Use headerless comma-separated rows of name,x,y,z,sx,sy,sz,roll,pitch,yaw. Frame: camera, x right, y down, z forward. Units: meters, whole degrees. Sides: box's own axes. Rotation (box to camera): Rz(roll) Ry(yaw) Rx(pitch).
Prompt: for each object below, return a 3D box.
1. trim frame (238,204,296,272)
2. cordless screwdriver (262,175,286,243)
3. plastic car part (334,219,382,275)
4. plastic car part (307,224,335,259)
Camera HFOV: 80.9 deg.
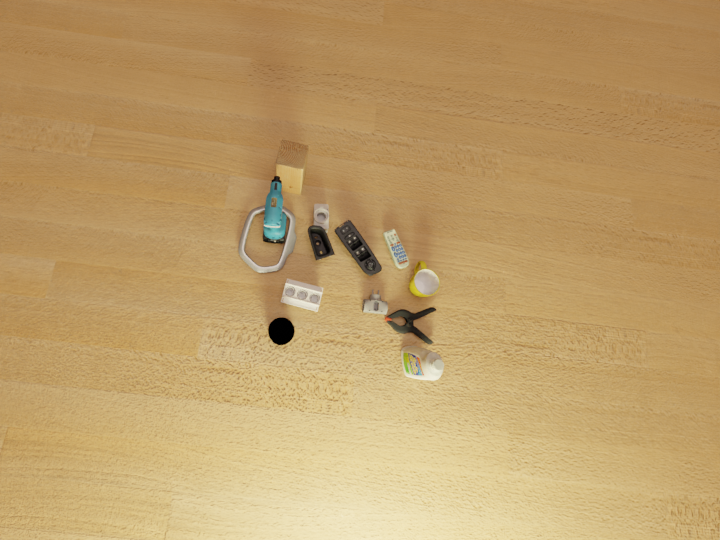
trim frame,-0.311,-0.112,1.433,0.184,0.027,0.251,12,74,-1
cordless screwdriver,-0.271,-0.183,1.342,0.073,0.248,0.161,5,76,-9
plastic car part,-0.009,-0.068,1.426,0.065,0.066,0.207,-34,80,-14
plastic car part,-0.139,-0.091,1.419,0.065,0.070,0.119,-18,78,-12
